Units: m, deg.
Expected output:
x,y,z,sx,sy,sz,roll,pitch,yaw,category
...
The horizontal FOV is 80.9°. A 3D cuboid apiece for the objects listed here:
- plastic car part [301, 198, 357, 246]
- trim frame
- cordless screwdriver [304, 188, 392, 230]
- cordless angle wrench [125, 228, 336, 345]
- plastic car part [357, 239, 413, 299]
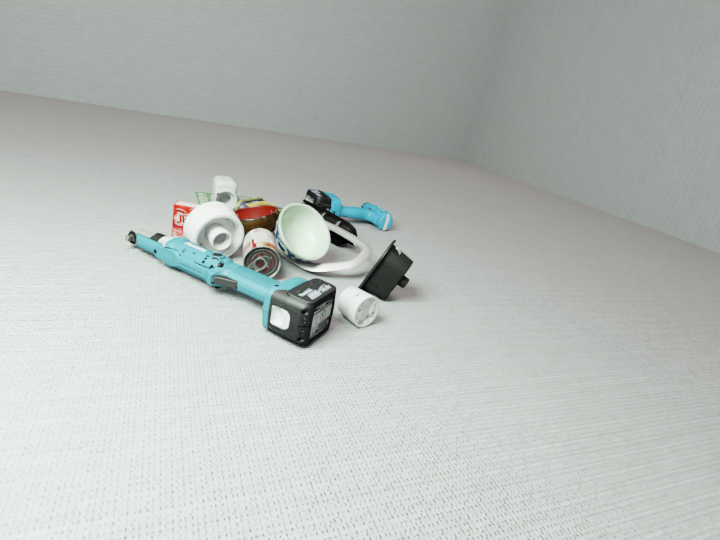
x,y,z,sx,sy,sz,roll,pitch,yaw,category
-0.091,-0.114,1.056,0.214,0.065,0.065,27,36,33,plastic car part
-0.090,-0.059,0.923,0.179,0.027,0.263,-27,40,-33,trim frame
-0.044,-0.179,1.222,0.240,0.073,0.167,6,22,-23,cordless screwdriver
-0.243,-0.001,0.711,0.442,0.073,0.095,20,23,25,cordless angle wrench
0.053,0.009,0.787,0.072,0.117,0.065,40,25,3,plastic car part
